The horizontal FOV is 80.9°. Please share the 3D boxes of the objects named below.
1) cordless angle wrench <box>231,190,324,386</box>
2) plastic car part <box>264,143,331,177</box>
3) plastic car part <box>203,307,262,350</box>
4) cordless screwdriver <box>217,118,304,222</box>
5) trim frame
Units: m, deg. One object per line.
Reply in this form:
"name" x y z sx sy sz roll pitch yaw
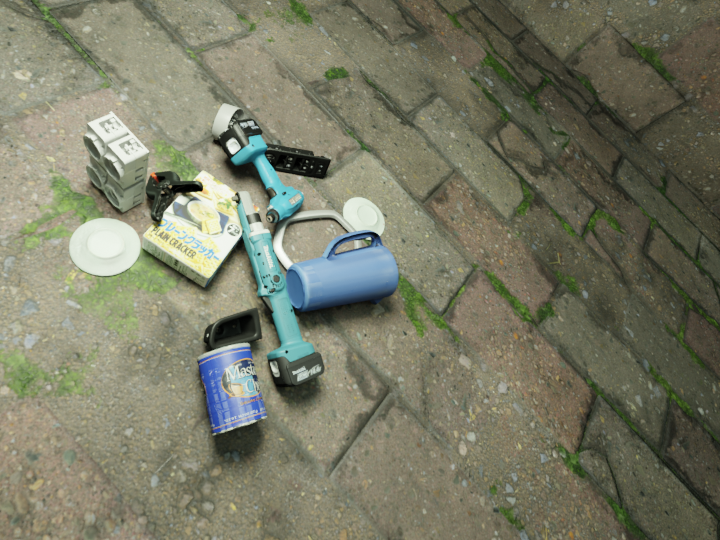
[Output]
"cordless angle wrench" -0.190 0.026 0.897 0.094 0.076 0.429 -13 79 -36
"plastic car part" -0.184 -0.299 1.120 0.195 0.066 0.070 0 57 -26
"plastic car part" -0.266 0.119 0.851 0.112 0.074 0.066 -12 93 -42
"cordless screwdriver" -0.239 -0.230 0.998 0.244 0.076 0.158 55 29 -10
"trim frame" -0.104 -0.068 1.059 0.239 0.028 0.189 -11 69 -32
